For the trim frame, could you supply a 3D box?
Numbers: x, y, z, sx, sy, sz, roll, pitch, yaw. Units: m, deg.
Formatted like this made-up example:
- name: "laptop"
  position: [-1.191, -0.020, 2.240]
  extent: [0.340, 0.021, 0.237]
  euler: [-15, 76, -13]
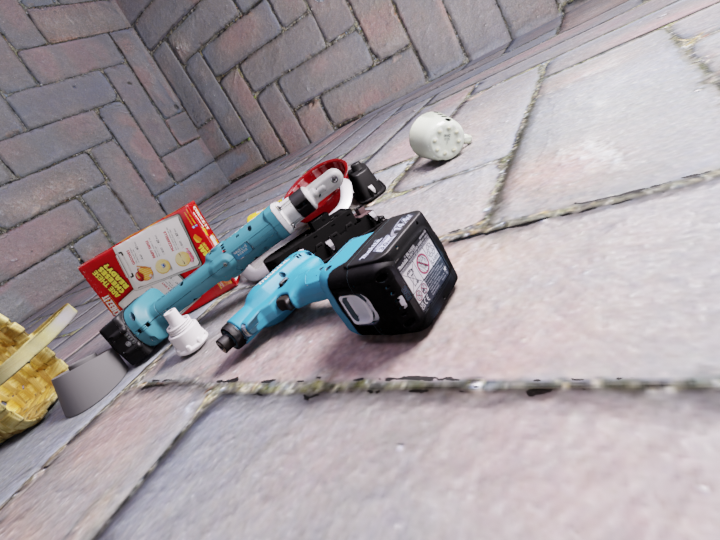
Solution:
- name: "trim frame"
  position: [-0.114, -0.075, 0.733]
  extent: [0.249, 0.026, 0.193]
  euler: [-37, 35, 5]

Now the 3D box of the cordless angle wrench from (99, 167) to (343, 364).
- name: "cordless angle wrench"
  position: [-0.198, -0.016, 0.629]
  extent: [0.425, 0.072, 0.100]
  euler: [-36, 16, 8]

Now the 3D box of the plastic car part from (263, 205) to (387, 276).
- name: "plastic car part"
  position: [-0.060, -0.039, 0.611]
  extent: [0.201, 0.064, 0.070]
  euler: [-39, 27, -15]

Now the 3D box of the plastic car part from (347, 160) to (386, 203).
- name: "plastic car part"
  position: [0.004, -0.177, 0.816]
  extent: [0.066, 0.069, 0.119]
  euler: [-30, 17, 3]

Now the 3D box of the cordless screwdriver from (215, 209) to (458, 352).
- name: "cordless screwdriver"
  position: [-0.042, 0.026, 0.425]
  extent: [0.259, 0.072, 0.157]
  euler: [-10, 29, 50]
